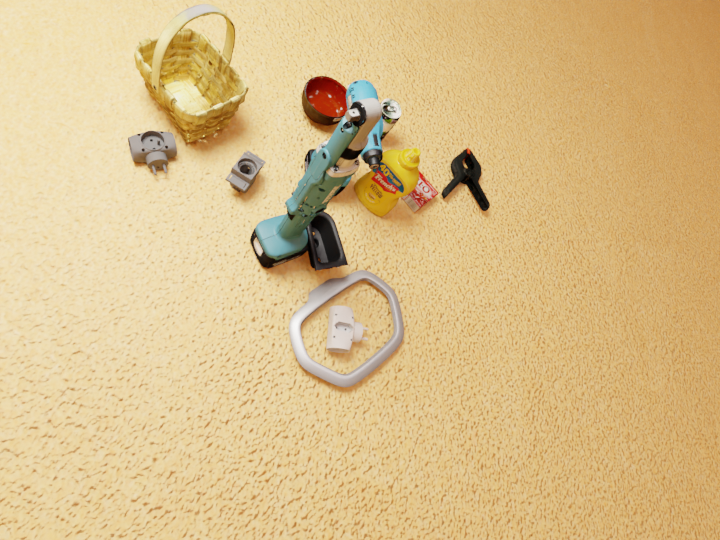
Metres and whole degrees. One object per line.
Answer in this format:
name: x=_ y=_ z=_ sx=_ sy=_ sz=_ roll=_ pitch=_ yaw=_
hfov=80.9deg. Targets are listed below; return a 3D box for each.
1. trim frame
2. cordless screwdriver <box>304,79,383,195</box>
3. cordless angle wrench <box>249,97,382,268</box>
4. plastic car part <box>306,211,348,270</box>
trim frame: x=-0.020 y=0.100 z=0.789 sx=0.243 sy=0.028 sz=0.186 roll=-34 pitch=84 yaw=-29
cordless screwdriver: x=-0.030 y=-0.210 z=0.788 sx=0.072 sy=0.252 sz=0.163 roll=1 pitch=71 yaw=-25
cordless angle wrench: x=-0.074 y=-0.110 z=0.627 sx=0.095 sy=0.428 sz=0.075 roll=-22 pitch=83 yaw=-30
plastic car part: x=-0.079 y=-0.051 z=0.805 sx=0.064 sy=0.072 sz=0.119 roll=-9 pitch=73 yaw=-26
